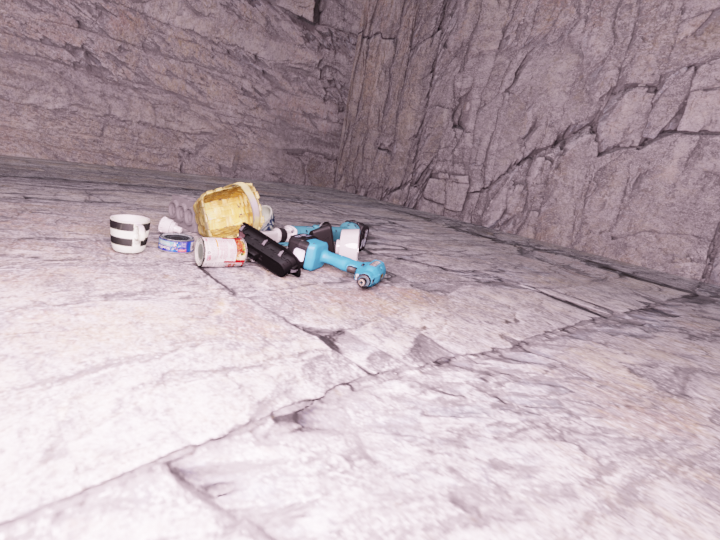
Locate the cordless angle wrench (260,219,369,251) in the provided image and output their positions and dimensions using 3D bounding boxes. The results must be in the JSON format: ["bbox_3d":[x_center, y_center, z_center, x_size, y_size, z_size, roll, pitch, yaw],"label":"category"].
[{"bbox_3d":[-0.131,-0.101,1.232,0.078,0.097,0.404,23,18,35],"label":"cordless angle wrench"}]

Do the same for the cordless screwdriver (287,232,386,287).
[{"bbox_3d":[-0.069,-0.019,1.045,0.257,0.073,0.156,18,16,16],"label":"cordless screwdriver"}]

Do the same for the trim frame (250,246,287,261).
[{"bbox_3d":[-0.266,-0.058,1.161,0.189,0.027,0.244,12,13,13],"label":"trim frame"}]

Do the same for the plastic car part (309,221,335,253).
[{"bbox_3d":[-0.114,-0.075,1.170,0.069,0.113,0.070,-21,31,-23],"label":"plastic car part"}]

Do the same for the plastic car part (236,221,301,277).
[{"bbox_3d":[-0.226,-0.043,1.004,0.212,0.065,0.065,28,33,24],"label":"plastic car part"}]
